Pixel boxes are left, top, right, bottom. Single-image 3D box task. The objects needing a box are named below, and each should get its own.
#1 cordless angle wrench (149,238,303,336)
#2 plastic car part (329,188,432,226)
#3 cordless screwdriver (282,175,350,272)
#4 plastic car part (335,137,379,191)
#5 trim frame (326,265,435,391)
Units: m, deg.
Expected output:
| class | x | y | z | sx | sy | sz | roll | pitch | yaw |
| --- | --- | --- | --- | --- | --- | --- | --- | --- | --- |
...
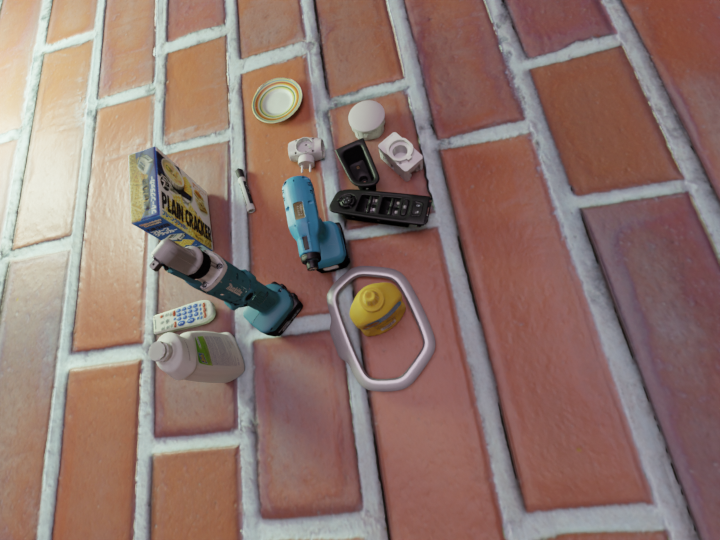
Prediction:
| class | x | y | z | sx | sy | sz | roll | pitch | yaw |
| --- | --- | --- | --- | --- | --- | --- | --- | --- | --- |
| cordless angle wrench | -0.199 | 0.029 | 0.684 | 0.077 | 0.408 | 0.098 | 36 | 83 | 17 |
| plastic car part | 0.038 | -0.125 | 0.863 | 0.209 | 0.064 | 0.067 | 11 | 75 | 17 |
| cordless screwdriver | -0.075 | -0.049 | 0.771 | 0.075 | 0.240 | 0.163 | -15 | 71 | 5 |
| plastic car part | 0.001 | -0.209 | 0.899 | 0.066 | 0.068 | 0.120 | -23 | 69 | 4 |
| trim frame | 0.031 | 0.104 | 0.808 | 0.185 | 0.026 | 0.257 | -25 | 68 | 5 |
